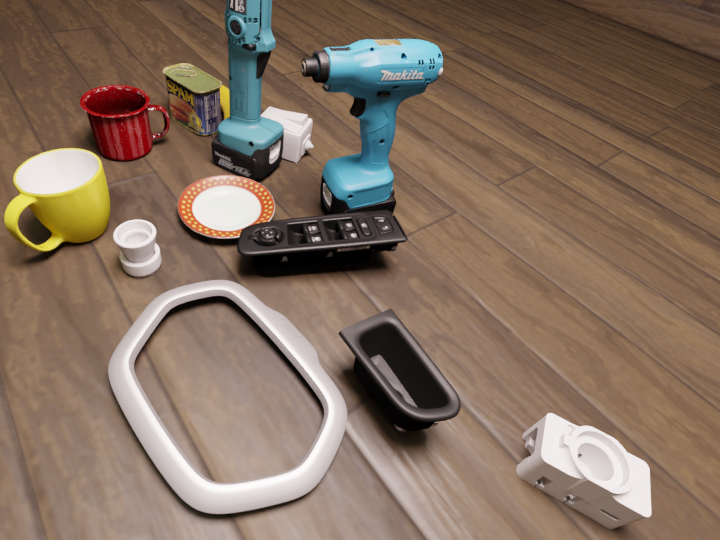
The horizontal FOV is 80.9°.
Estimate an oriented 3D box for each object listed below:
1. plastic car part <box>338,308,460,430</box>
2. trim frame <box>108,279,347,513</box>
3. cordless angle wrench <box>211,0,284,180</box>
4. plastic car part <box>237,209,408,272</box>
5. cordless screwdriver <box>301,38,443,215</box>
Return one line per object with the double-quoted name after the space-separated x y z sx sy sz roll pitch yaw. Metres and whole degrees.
0.032 0.107 0.408 0.064 0.069 0.122 -19 54 -28 "plastic car part"
-0.127 0.105 0.411 0.260 0.027 0.180 39 53 24 "trim frame"
-0.138 -0.307 0.528 0.100 0.415 0.074 27 47 10 "cordless angle wrench"
-0.052 -0.034 0.527 0.199 0.065 0.069 -4 49 -14 "plastic car part"
-0.008 -0.159 0.530 0.155 0.244 0.078 -10 52 -22 "cordless screwdriver"
